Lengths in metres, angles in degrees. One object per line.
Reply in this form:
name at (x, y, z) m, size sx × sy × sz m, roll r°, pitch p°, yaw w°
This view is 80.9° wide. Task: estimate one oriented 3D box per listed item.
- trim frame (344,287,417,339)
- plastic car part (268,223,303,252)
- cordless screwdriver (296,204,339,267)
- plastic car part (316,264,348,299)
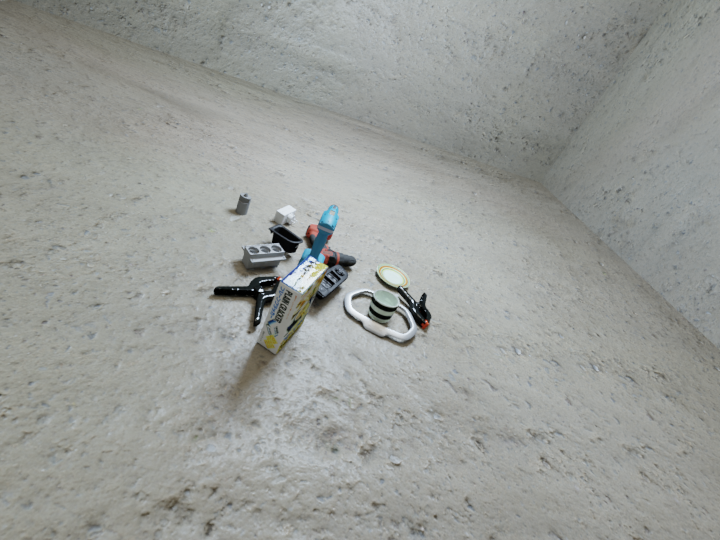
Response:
trim frame at (0.063, 0.136, 1.335) m, size 0.251 × 0.027 × 0.184 m, roll 26°, pitch 32°, yaw 5°
plastic car part at (-0.258, -0.098, 1.435) m, size 0.121 × 0.070 × 0.064 m, roll 36°, pitch 33°, yaw 18°
cordless screwdriver at (-0.130, -0.085, 1.331) m, size 0.074 × 0.247 × 0.161 m, roll 23°, pitch 32°, yaw -6°
plastic car part at (-0.100, 0.042, 1.333) m, size 0.068 × 0.066 × 0.199 m, roll 32°, pitch 33°, yaw 11°
